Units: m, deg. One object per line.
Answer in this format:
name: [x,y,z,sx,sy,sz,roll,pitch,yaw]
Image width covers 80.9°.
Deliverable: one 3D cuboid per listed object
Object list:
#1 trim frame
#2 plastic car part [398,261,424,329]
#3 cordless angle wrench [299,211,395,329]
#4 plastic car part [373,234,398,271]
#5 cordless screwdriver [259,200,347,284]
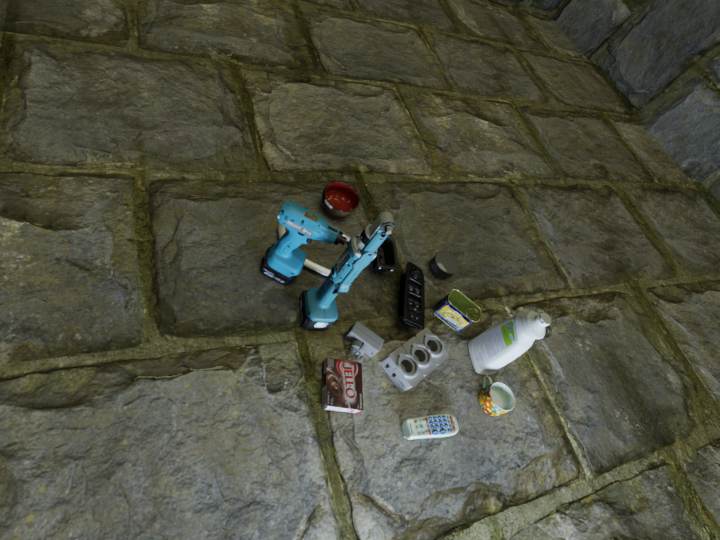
trim frame: [-0.115,-0.075,1.171,0.246,0.027,0.186,24,52,-6]
plastic car part: [0.137,0.070,1.150,0.065,0.067,0.207,19,53,-12]
cordless angle wrench: [-0.035,0.006,0.897,0.072,0.424,0.101,6,59,-24]
plastic car part: [0.061,-0.043,1.194,0.064,0.071,0.120,11,55,-19]
cordless screwdriver: [-0.143,-0.051,1.002,0.158,0.249,0.075,28,52,-7]
